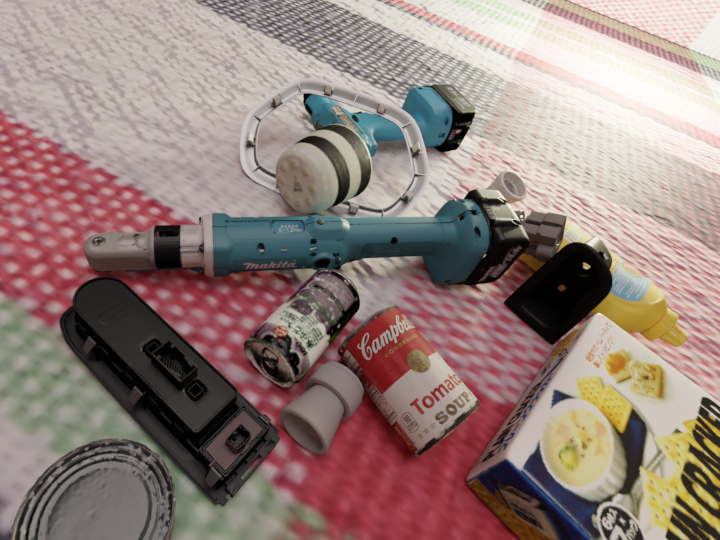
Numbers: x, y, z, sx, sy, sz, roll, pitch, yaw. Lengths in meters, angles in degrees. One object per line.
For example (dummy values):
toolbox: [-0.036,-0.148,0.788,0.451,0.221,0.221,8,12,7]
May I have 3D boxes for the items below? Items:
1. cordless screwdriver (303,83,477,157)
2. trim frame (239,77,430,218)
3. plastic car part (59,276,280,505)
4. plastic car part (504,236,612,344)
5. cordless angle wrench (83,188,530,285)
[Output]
cordless screwdriver: [0.041,-0.239,0.653,0.241,0.073,0.167,-18,57,-26]
trim frame: [-0.032,-0.152,0.535,0.249,0.027,0.185,21,77,1]
plastic car part: [-0.153,0.072,0.316,0.210,0.065,0.065,35,54,17]
plastic car part: [0.224,0.011,0.450,0.069,0.115,0.068,-27,64,-41]
cordless angle wrench: [-0.041,-0.027,0.423,0.413,0.096,0.077,-3,54,-16]
